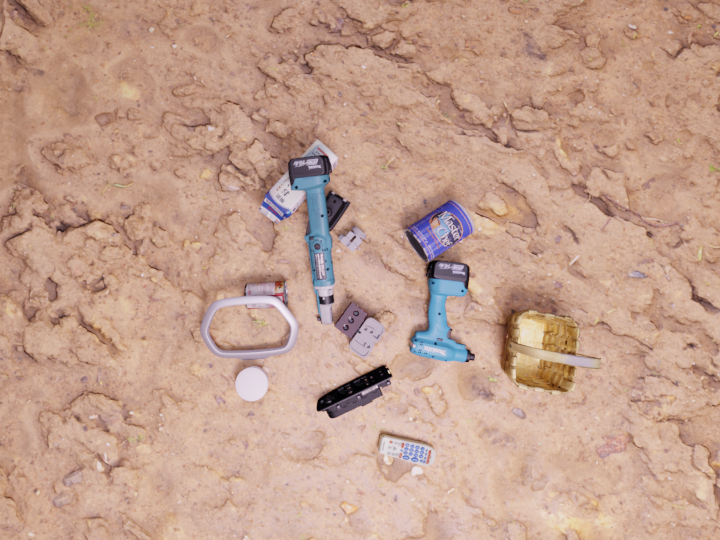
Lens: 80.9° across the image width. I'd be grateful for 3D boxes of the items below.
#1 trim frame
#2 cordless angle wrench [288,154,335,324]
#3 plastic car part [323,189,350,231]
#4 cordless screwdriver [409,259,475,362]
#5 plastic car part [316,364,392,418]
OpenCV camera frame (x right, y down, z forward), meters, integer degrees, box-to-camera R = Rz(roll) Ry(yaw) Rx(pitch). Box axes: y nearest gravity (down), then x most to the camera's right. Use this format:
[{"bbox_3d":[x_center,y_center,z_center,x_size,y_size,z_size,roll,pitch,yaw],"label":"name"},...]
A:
[{"bbox_3d":[-0.277,0.147,1.054,0.249,0.028,0.180,-5,107,2],"label":"trim frame"},{"bbox_3d":[-0.102,-0.067,1.042,0.100,0.074,0.417,-3,102,13],"label":"cordless angle wrench"},{"bbox_3d":[-0.081,-0.151,1.094,0.066,0.070,0.116,31,83,2],"label":"plastic car part"},{"bbox_3d":[0.224,0.103,1.056,0.160,0.074,0.249,12,88,2],"label":"cordless screwdriver"},{"bbox_3d":[-0.013,0.308,1.049,0.202,0.068,0.065,-22,112,-2],"label":"plastic car part"}]
